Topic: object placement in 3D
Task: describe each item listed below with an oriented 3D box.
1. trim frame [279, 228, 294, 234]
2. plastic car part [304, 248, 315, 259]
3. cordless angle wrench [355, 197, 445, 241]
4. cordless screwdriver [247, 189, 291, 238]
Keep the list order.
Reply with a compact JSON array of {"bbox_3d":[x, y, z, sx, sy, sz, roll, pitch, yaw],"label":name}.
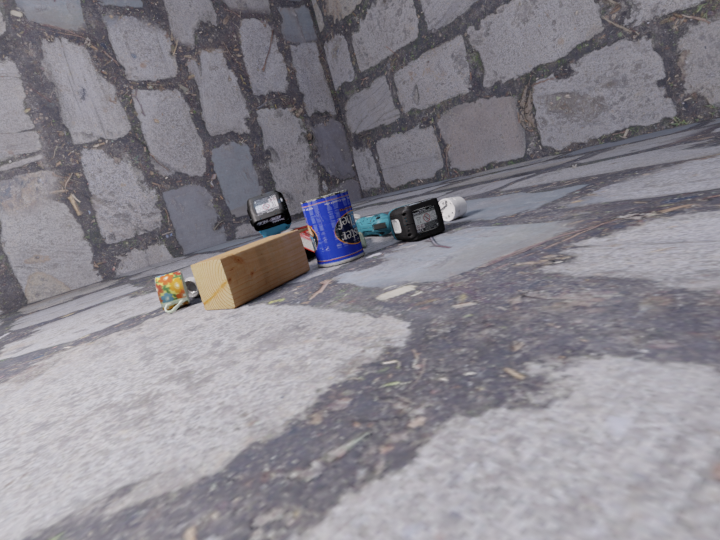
[{"bbox_3d":[-0.253,-0.028,0.999,0.243,0.027,0.188,-37,4,-41],"label":"trim frame"},{"bbox_3d":[-0.106,-0.069,1.083,0.071,0.065,0.196,25,35,36],"label":"plastic car part"},{"bbox_3d":[0.051,-0.115,1.062,0.096,0.073,0.437,-19,9,-21],"label":"cordless angle wrench"},{"bbox_3d":[-0.207,-0.110,1.113,0.157,0.077,0.242,-16,-25,-10],"label":"cordless screwdriver"}]
